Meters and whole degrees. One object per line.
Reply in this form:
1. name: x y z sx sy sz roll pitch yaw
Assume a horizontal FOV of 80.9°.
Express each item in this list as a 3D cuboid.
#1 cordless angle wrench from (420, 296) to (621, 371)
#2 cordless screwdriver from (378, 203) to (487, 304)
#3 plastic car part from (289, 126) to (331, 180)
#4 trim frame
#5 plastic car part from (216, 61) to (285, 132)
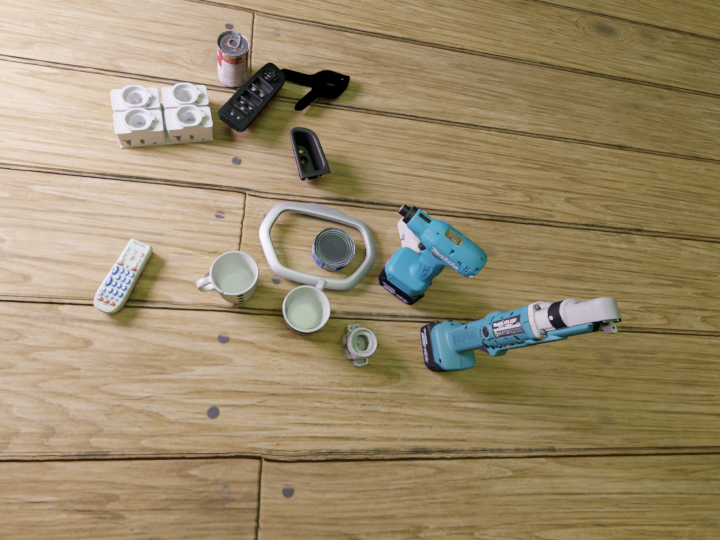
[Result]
1. cordless angle wrench: 0.220 0.098 0.665 0.072 0.425 0.100 0 74 -17
2. cordless screwdriver: 0.100 -0.026 0.778 0.159 0.250 0.074 39 67 -1
3. plastic car part: -0.117 -0.240 0.904 0.064 0.071 0.119 -14 75 -19
4. trim frame: -0.085 -0.055 0.868 0.245 0.027 0.187 11 69 -8
5. plastic car part: -0.232 -0.375 0.930 0.066 0.067 0.203 31 67 -4
